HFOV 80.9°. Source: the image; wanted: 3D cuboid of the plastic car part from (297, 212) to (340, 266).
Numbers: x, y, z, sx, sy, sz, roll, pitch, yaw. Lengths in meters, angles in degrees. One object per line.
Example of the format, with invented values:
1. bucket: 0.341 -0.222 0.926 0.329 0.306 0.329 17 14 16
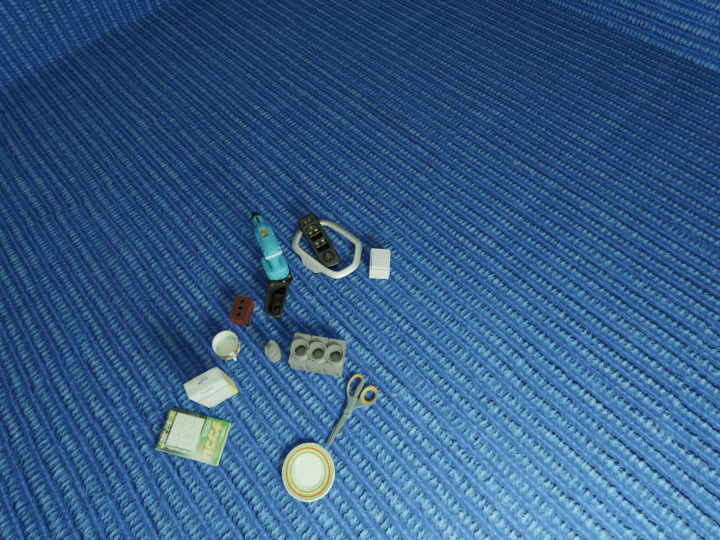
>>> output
1. plastic car part: -0.135 -0.089 1.384 0.065 0.065 0.212 -27 62 -13

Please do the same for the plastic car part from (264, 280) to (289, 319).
1. plastic car part: -0.254 0.098 1.283 0.067 0.069 0.119 4 61 3

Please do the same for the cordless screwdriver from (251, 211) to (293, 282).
1. cordless screwdriver: -0.274 -0.058 1.275 0.073 0.241 0.166 -23 64 -13

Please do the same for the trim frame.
1. trim frame: -0.111 -0.074 1.396 0.258 0.027 0.183 34 68 21
